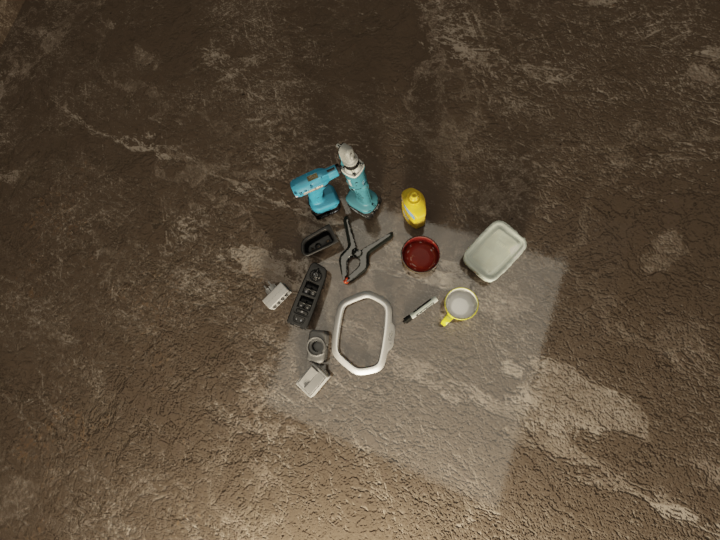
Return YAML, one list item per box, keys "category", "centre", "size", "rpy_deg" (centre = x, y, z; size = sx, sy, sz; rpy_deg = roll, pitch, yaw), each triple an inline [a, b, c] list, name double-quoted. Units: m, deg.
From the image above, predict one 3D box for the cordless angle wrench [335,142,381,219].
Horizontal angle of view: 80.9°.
- category: "cordless angle wrench"
  centre: [-0.009, -0.244, 1.160]
  size: [0.101, 0.411, 0.074]
  rpy_deg: [34, 86, 11]

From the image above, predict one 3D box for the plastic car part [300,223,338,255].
- category: "plastic car part"
  centre: [-0.130, -0.085, 1.328]
  size: [0.117, 0.069, 0.068]
  rpy_deg: [-28, 76, 4]

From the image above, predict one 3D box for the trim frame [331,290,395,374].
- category: "trim frame"
  centre: [0.009, 0.184, 1.262]
  size: [0.188, 0.027, 0.250]
  rpy_deg: [6, 79, 13]

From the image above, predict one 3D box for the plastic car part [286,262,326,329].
- category: "plastic car part"
  centre: [-0.156, 0.078, 1.300]
  size: [0.068, 0.065, 0.203]
  rpy_deg: [18, 82, 12]

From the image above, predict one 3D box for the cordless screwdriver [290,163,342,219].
- category: "cordless screwdriver"
  centre: [-0.105, -0.240, 1.267]
  size: [0.160, 0.242, 0.076]
  rpy_deg: [-23, 78, 4]
